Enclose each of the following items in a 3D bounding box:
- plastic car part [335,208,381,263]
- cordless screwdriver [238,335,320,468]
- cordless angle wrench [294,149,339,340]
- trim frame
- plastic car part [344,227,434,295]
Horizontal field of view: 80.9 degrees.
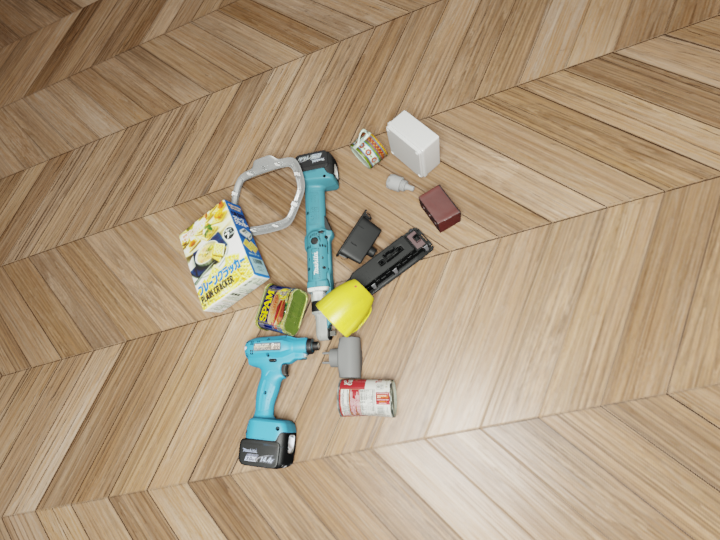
[{"bbox_3d":[0.004,-0.060,0.908,0.072,0.065,0.116,29,76,4],"label":"plastic car part"},{"bbox_3d":[-0.159,0.255,0.845,0.163,0.071,0.255,-8,66,14],"label":"cordless screwdriver"},{"bbox_3d":[-0.092,-0.060,0.937,0.100,0.071,0.431,-9,71,14],"label":"cordless angle wrench"},{"bbox_3d":[-0.228,-0.178,1.001,0.259,0.026,0.186,-7,79,37],"label":"trim frame"},{"bbox_3d":[0.053,-0.013,0.878,0.203,0.065,0.068,-38,73,5],"label":"plastic car part"}]
